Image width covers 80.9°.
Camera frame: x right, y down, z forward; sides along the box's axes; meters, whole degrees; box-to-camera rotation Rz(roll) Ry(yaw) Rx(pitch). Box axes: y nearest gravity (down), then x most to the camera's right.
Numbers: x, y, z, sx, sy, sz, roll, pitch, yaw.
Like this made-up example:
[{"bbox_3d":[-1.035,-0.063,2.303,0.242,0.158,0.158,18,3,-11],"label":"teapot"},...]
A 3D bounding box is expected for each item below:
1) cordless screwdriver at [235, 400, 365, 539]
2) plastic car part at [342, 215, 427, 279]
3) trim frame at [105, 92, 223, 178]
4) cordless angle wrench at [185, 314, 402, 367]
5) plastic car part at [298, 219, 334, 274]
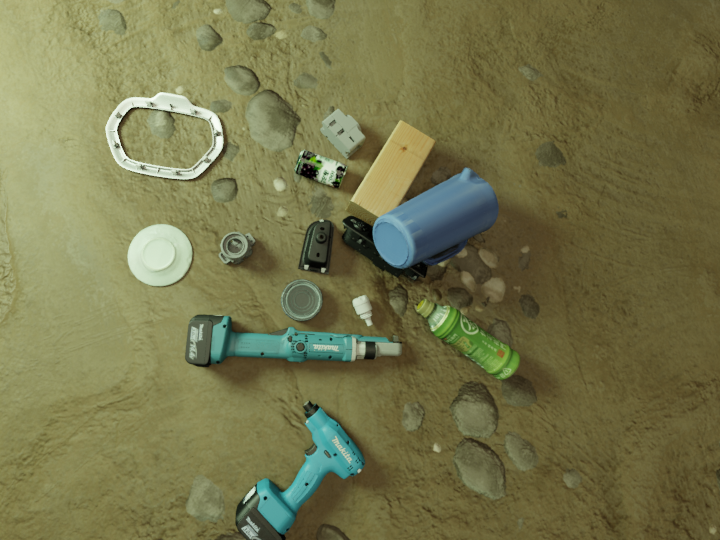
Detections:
[{"bbox_3d":[-0.129,0.382,0.797,0.247,0.074,0.160,-40,87,-14],"label":"cordless screwdriver"},{"bbox_3d":[0.042,-0.044,0.888,0.202,0.067,0.066,37,39,-1],"label":"plastic car part"},{"bbox_3d":[-0.420,-0.291,0.907,0.248,0.027,0.186,9,79,-2],"label":"trim frame"},{"bbox_3d":[-0.123,0.148,0.839,0.418,0.074,0.099,4,82,-7],"label":"cordless angle wrench"},{"bbox_3d":[-0.085,-0.056,0.874,0.065,0.071,0.117,10,83,-8],"label":"plastic car part"}]
